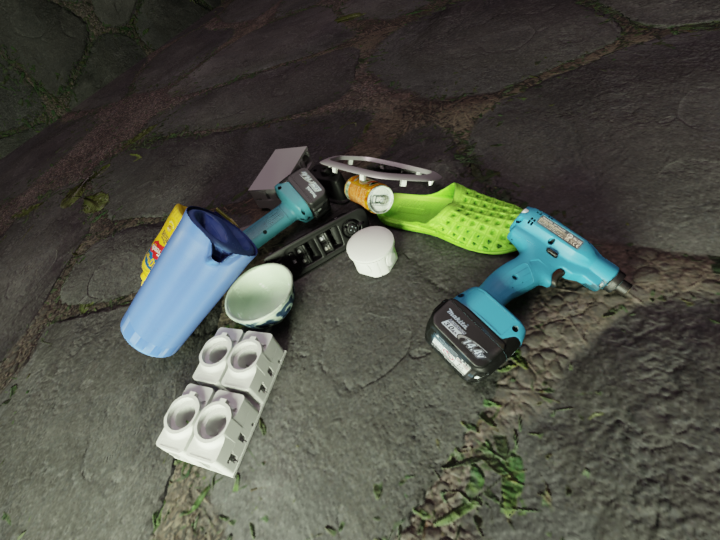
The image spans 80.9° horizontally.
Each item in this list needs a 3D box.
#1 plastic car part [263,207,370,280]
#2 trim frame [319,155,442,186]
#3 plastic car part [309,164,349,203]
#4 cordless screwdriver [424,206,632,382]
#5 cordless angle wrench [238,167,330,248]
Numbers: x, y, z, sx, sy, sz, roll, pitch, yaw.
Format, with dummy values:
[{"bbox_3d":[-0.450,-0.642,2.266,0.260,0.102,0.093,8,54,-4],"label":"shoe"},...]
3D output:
[{"bbox_3d":[-0.076,-0.050,0.776,0.203,0.064,0.069,-28,18,-1],"label":"plastic car part"},{"bbox_3d":[0.035,-0.194,0.811,0.177,0.027,0.263,-16,28,-40],"label":"trim frame"},{"bbox_3d":[-0.069,-0.190,0.892,0.123,0.067,0.065,22,63,41],"label":"plastic car part"},{"bbox_3d":[0.211,0.040,0.537,0.247,0.072,0.166,-42,67,-17],"label":"cordless screwdriver"},{"bbox_3d":[-0.250,-0.042,0.831,0.421,0.072,0.102,-37,68,-6],"label":"cordless angle wrench"}]
